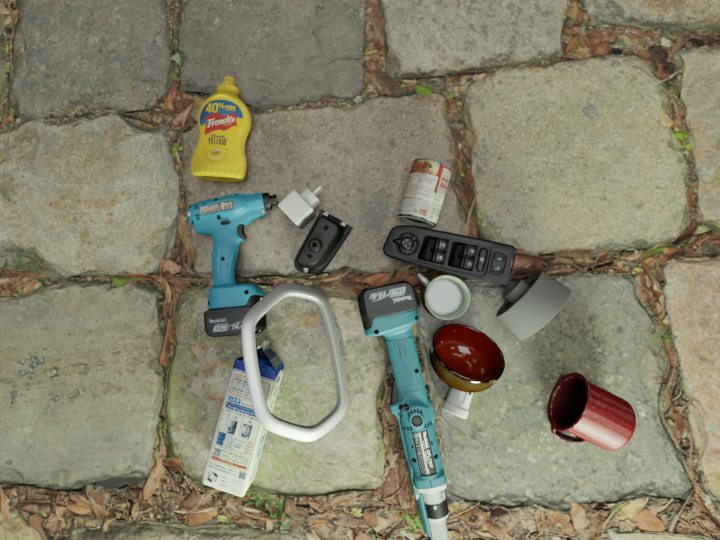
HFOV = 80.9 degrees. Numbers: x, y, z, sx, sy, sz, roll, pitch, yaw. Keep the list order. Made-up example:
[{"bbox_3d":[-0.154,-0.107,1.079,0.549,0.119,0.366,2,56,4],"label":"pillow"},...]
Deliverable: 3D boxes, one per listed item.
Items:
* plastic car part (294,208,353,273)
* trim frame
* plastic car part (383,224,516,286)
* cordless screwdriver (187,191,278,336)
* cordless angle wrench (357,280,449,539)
[{"bbox_3d":[-0.071,-0.046,0.725,0.067,0.070,0.116,31,85,6],"label":"plastic car part"},{"bbox_3d":[-0.098,0.143,0.679,0.177,0.028,0.252,-8,77,-30],"label":"trim frame"},{"bbox_3d":[0.142,-0.030,0.701,0.207,0.066,0.066,14,93,11],"label":"plastic car part"},{"bbox_3d":[-0.206,-0.014,0.736,0.160,0.073,0.252,-12,79,4],"label":"cordless screwdriver"},{"bbox_3d":[0.085,0.231,0.680,0.098,0.073,0.426,-13,85,3],"label":"cordless angle wrench"}]
